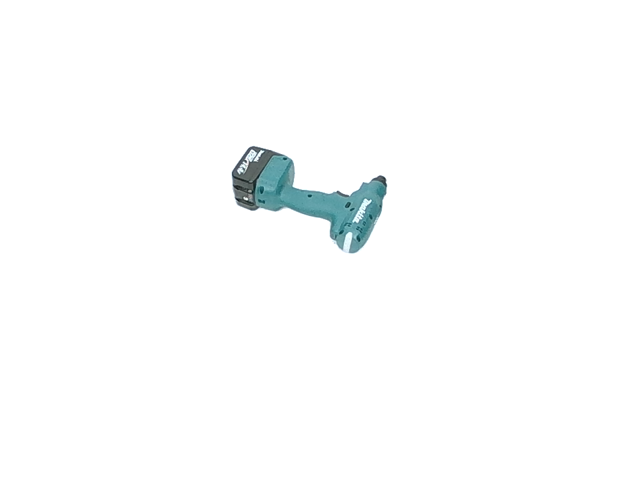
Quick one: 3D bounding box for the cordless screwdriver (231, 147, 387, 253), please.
[{"bbox_3d":[-0.015,-0.086,0.724,0.249,0.158,0.074,23,-34,12],"label":"cordless screwdriver"}]
